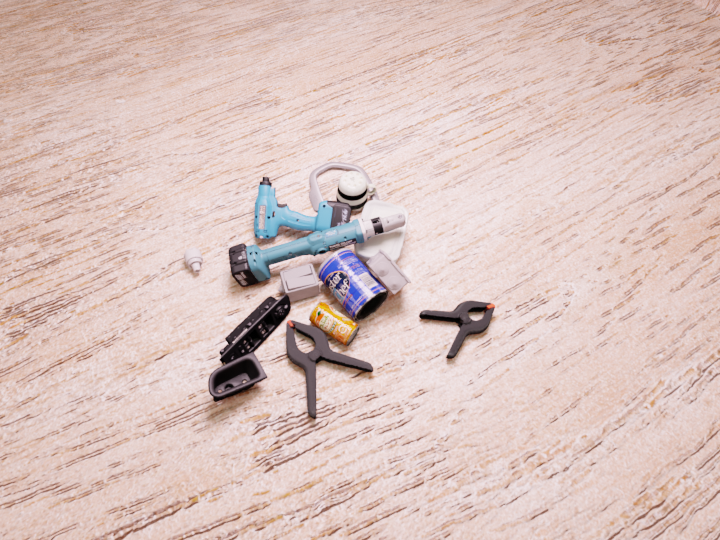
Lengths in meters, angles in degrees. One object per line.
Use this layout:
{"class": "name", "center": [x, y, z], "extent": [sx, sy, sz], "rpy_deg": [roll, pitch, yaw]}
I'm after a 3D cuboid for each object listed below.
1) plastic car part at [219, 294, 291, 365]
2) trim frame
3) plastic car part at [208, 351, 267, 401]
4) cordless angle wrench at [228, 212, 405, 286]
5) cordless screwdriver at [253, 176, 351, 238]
{"class": "plastic car part", "center": [-0.236, 0.129, 0.945], "extent": [0.201, 0.063, 0.071], "rpy_deg": [-43, 42, -22]}
{"class": "trim frame", "center": [-0.050, -0.215, 1.180], "extent": [0.182, 0.027, 0.259], "rpy_deg": [-16, 60, -10]}
{"class": "plastic car part", "center": [-0.260, 0.230, 0.868], "extent": [0.113, 0.070, 0.069], "rpy_deg": [-21, 59, -32]}
{"class": "cordless angle wrench", "center": [-0.098, -0.064, 1.000], "extent": [0.424, 0.094, 0.077], "rpy_deg": [-16, 62, 2]}
{"class": "cordless screwdriver", "center": [-0.147, -0.155, 1.078], "extent": [0.251, 0.074, 0.159], "rpy_deg": [3, 93, 4]}
